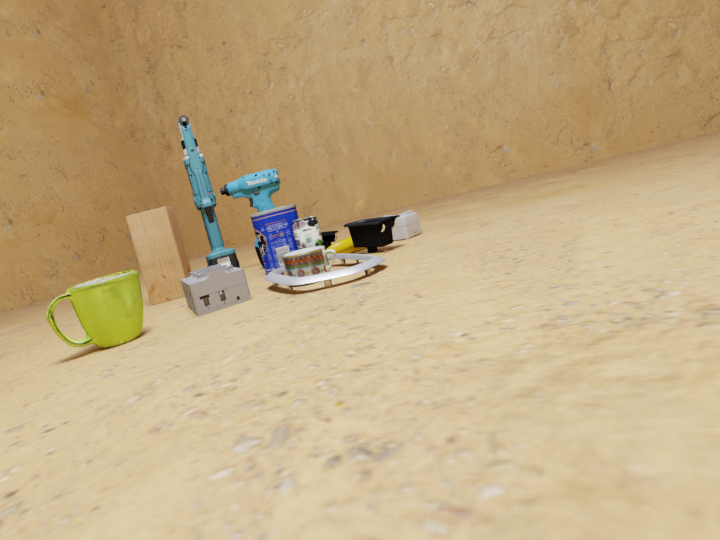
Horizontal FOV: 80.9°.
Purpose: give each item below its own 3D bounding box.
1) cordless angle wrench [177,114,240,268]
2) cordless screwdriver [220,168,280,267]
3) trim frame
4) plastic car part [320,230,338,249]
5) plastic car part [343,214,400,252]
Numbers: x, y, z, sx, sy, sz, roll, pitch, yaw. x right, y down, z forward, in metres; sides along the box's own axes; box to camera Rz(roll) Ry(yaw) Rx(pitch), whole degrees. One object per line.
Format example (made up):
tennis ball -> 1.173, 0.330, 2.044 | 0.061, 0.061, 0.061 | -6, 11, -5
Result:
cordless angle wrench -> -0.396, -0.181, 1.074 | 0.072, 0.420, 0.101 | -16, 5, -21
cordless screwdriver -> -0.267, -0.131, 1.116 | 0.160, 0.247, 0.074 | -14, 5, 3
trim frame -> -0.064, -0.002, 0.728 | 0.179, 0.027, 0.258 | -19, 10, -27
plastic car part -> -0.102, -0.067, 1.042 | 0.065, 0.066, 0.208 | -16, 9, -14
plastic car part -> 0.024, -0.073, 0.878 | 0.064, 0.070, 0.122 | -20, 10, -40
